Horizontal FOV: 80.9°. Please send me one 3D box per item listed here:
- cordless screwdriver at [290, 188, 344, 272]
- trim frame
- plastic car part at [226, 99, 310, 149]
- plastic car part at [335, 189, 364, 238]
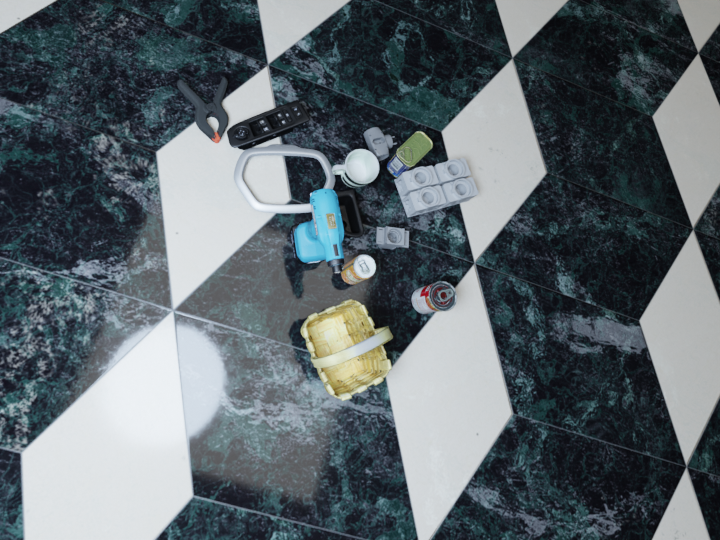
[{"bbox_3d":[-0.087,-0.057,0.888,0.073,0.251,0.161,-8,81,-18],"label":"cordless screwdriver"},{"bbox_3d":[-0.181,-0.226,1.027,0.243,0.028,0.187,-4,77,-13],"label":"trim frame"},{"bbox_3d":[-0.228,-0.345,1.025,0.199,0.067,0.067,-26,86,-17],"label":"plastic car part"},{"bbox_3d":[-0.039,-0.124,1.009,0.064,0.071,0.118,-13,81,-17],"label":"plastic car part"}]
